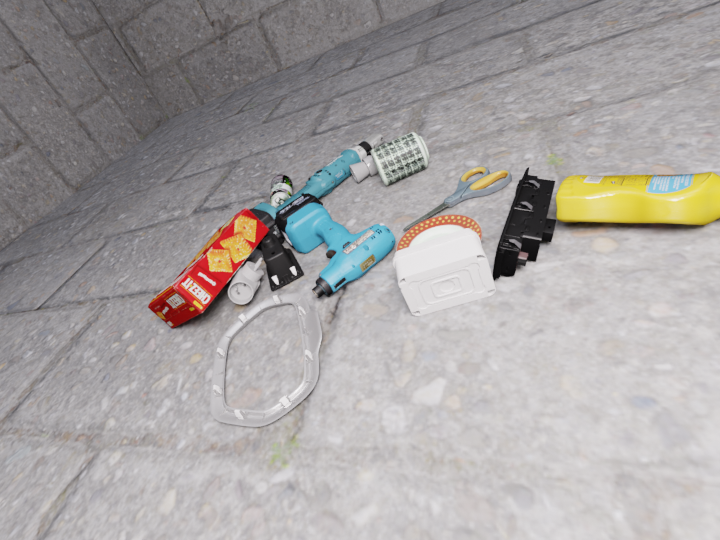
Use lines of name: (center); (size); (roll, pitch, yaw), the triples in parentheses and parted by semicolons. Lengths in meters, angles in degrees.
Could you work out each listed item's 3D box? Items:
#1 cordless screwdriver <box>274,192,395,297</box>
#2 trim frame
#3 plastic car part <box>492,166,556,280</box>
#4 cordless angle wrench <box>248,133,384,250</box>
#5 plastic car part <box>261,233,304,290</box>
cordless screwdriver: (-0.074, -0.048, 0.753); (0.158, 0.071, 0.263); (-40, 39, -17)
trim frame: (-0.140, 0.118, 0.624); (0.185, 0.026, 0.258); (-25, 33, 4)
plastic car part: (0.231, -0.073, 0.579); (0.070, 0.063, 0.203); (5, 45, 26)
cordless angle wrench: (-0.087, -0.201, 0.962); (0.418, 0.071, 0.103); (-43, 37, -24)
plastic car part: (-0.158, -0.028, 0.786); (0.066, 0.068, 0.122); (-27, 36, -4)
